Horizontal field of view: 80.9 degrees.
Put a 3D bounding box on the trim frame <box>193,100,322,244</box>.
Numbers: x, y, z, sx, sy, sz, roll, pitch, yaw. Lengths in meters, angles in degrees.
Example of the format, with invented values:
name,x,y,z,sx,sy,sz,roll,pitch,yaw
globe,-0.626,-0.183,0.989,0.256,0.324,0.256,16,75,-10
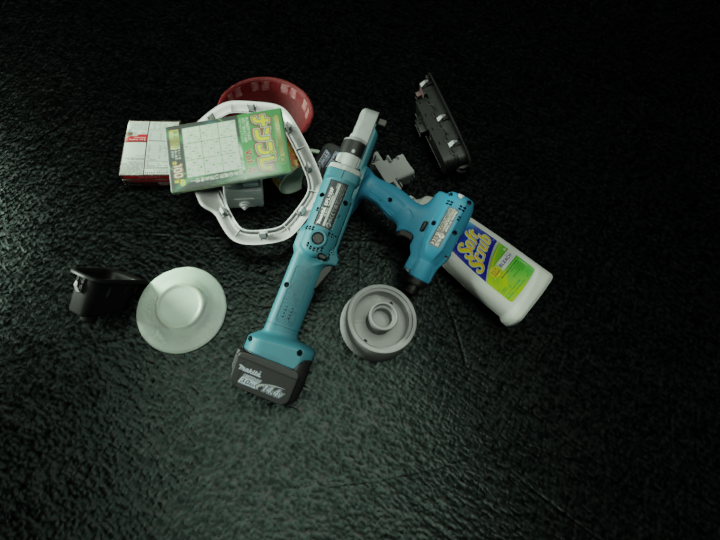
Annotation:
name,x,y,z,sx,sy,sz,roll,pitch,yaw
trim frame,-0.164,-0.155,0.639,0.183,0.027,0.253,-25,78,-4

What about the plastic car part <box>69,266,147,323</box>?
name,x,y,z,sx,sy,sz,roll,pitch,yaw
plastic car part,-0.356,0.035,0.576,0.066,0.116,0.071,17,91,0

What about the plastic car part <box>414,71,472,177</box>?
name,x,y,z,sx,sy,sz,roll,pitch,yaw
plastic car part,0.141,-0.254,0.758,0.067,0.064,0.209,-22,71,-5

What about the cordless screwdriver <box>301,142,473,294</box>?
name,x,y,z,sx,sy,sz,roll,pitch,yaw
cordless screwdriver,0.025,-0.084,0.649,0.257,0.072,0.159,28,91,16

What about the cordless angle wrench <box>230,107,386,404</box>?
name,x,y,z,sx,sy,sz,roll,pitch,yaw
cordless angle wrench,-0.057,-0.038,0.587,0.098,0.074,0.424,20,81,1
